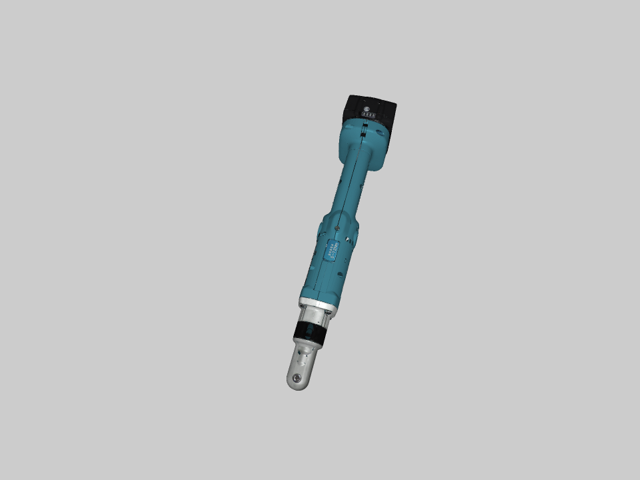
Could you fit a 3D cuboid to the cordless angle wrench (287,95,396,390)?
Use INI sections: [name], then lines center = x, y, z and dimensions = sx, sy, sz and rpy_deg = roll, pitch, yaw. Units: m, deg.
[cordless angle wrench]
center = 0.024, -0.008, 0.588
dimensions = 0.074, 0.421, 0.098
rpy_deg = 14, -20, 8
